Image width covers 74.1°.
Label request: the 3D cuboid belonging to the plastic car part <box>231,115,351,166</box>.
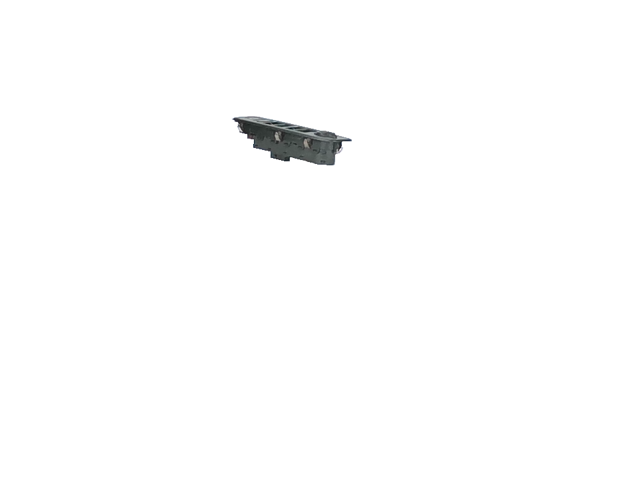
[{"bbox_3d":[-0.050,-0.159,0.681,0.204,0.067,0.066,16,16,28],"label":"plastic car part"}]
